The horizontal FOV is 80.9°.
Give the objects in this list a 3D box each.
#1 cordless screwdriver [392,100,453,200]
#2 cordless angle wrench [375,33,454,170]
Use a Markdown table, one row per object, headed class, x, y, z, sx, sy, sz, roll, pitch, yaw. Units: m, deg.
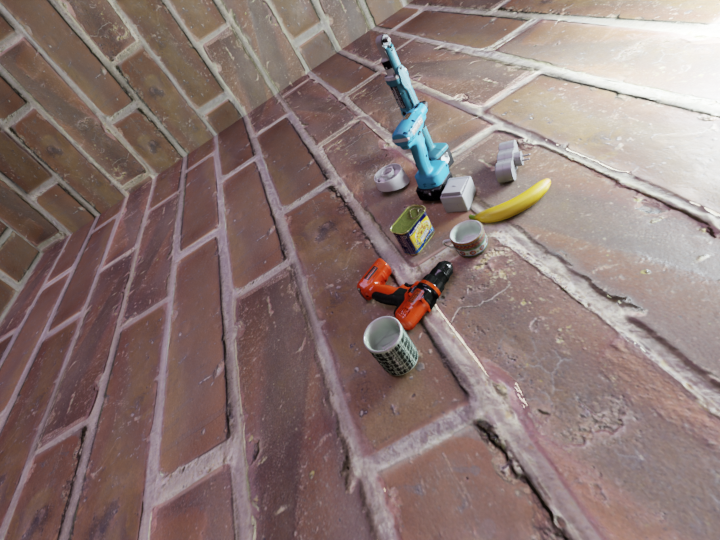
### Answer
| class | x | y | z | sx | sy | sz | roll | pitch | yaw |
| --- | --- | --- | --- | --- | --- | --- | --- | --- | --- |
| cordless screwdriver | 0.176 | -0.316 | 1.129 | 0.078 | 0.236 | 0.159 | 4 | 51 | 42 |
| cordless angle wrench | 0.139 | -0.442 | 1.156 | 0.074 | 0.402 | 0.103 | -46 | 37 | -16 |
